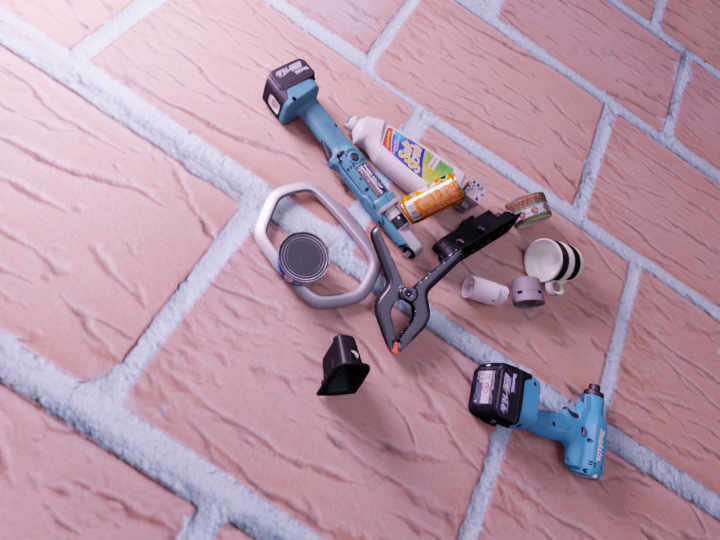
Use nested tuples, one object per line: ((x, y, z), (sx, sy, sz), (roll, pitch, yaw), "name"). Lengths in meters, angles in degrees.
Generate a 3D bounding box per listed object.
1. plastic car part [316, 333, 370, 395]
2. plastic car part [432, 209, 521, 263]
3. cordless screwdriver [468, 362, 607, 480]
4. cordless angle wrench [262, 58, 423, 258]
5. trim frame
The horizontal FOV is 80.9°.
((-0.028, 0.137, 0.644), (0.064, 0.115, 0.074), (1, 49, -19), "plastic car part")
((0.213, -0.066, 0.806), (0.199, 0.066, 0.069), (-33, 76, -24), "plastic car part")
((0.316, 0.229, 0.724), (0.244, 0.075, 0.160), (29, 65, -9), "cordless screwdriver")
((-0.022, -0.198, 0.785), (0.096, 0.075, 0.426), (-36, 86, -24), "cordless angle wrench")
((-0.072, -0.047, 0.739), (0.182, 0.027, 0.251), (-40, 83, -23), "trim frame")
